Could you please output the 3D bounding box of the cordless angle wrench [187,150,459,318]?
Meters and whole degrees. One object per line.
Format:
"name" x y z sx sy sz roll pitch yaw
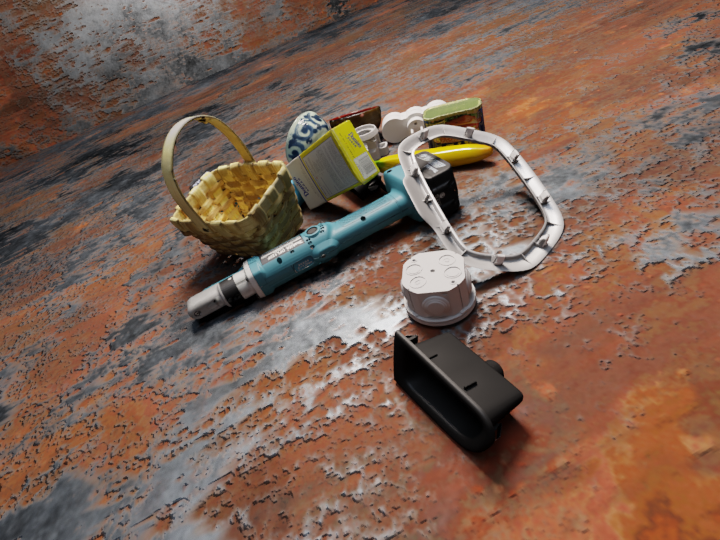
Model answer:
"cordless angle wrench" -0.060 -0.039 0.617 0.421 0.071 0.103 -29 37 -4

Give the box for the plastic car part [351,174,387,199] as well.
"plastic car part" -0.022 -0.182 0.776 0.067 0.063 0.214 -39 39 -7

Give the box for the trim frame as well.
"trim frame" 0.148 -0.106 0.543 0.182 0.027 0.258 -14 61 -10

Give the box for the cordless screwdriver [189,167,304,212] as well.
"cordless screwdriver" -0.208 -0.170 0.851 0.260 0.071 0.159 5 44 27

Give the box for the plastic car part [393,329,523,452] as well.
"plastic car part" 0.091 0.099 0.379 0.069 0.064 0.123 -23 37 -27
